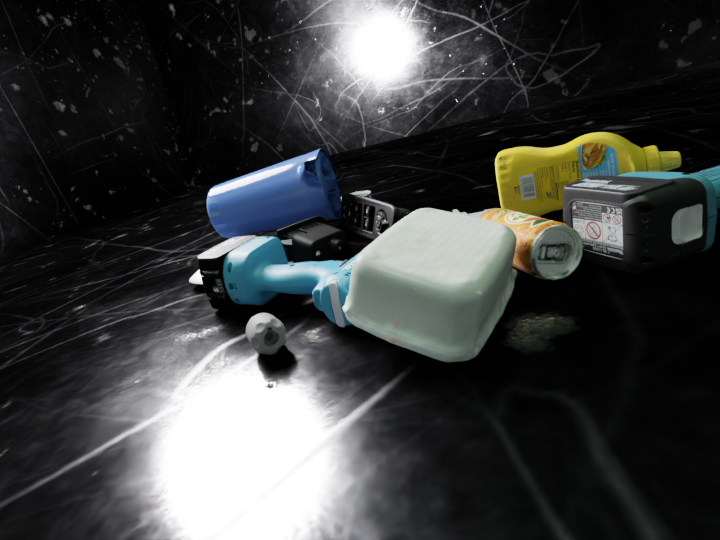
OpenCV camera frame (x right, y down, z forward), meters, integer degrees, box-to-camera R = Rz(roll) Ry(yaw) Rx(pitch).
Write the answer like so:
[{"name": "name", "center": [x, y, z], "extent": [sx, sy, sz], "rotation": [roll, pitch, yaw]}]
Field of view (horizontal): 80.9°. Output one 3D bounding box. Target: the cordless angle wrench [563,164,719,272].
[{"name": "cordless angle wrench", "center": [0.408, -0.097, 0.419], "extent": [0.417, 0.073, 0.101], "rotation": [-17, 18, -10]}]

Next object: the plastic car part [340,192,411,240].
[{"name": "plastic car part", "center": [0.024, -0.085, 0.694], "extent": [0.065, 0.066, 0.211], "rotation": [7, 11, -20]}]

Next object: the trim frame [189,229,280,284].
[{"name": "trim frame", "center": [-0.185, -0.027, 0.732], "extent": [0.190, 0.027, 0.248], "rotation": [-7, 23, 20]}]

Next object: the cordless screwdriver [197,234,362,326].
[{"name": "cordless screwdriver", "center": [-0.069, -0.004, 0.518], "extent": [0.261, 0.072, 0.156], "rotation": [3, 25, 34]}]

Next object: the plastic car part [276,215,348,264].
[{"name": "plastic car part", "center": [-0.063, -0.041, 0.643], "extent": [0.075, 0.064, 0.113], "rotation": [20, 33, 36]}]
